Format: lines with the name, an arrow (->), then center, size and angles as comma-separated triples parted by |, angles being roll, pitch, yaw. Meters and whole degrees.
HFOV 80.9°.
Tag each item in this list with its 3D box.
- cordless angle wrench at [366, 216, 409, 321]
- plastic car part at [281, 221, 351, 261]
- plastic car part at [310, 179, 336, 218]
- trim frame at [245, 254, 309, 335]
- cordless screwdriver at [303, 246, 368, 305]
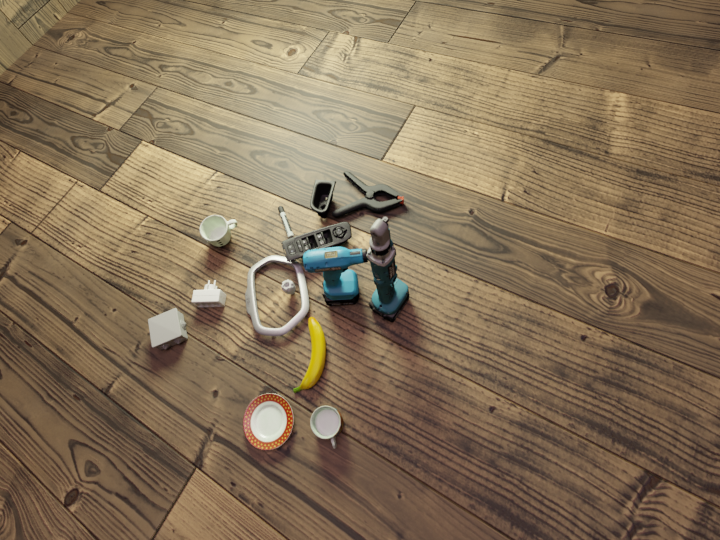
cordless angle wrench -> 0.055, 0.005, 0.941 | 0.077, 0.407, 0.098 | 32, 73, 19
plastic car part -> -0.119, -0.078, 1.213 | 0.203, 0.064, 0.069 | -21, 63, 1
plastic car part -> -0.112, -0.207, 1.273 | 0.068, 0.068, 0.118 | 5, 66, 12
trim frame -> -0.239, 0.066, 1.189 | 0.185, 0.026, 0.257 | -17, 62, 3
cordless screwdriver -> -0.039, 0.012, 1.052 | 0.161, 0.239, 0.076 | -5, 65, 7
